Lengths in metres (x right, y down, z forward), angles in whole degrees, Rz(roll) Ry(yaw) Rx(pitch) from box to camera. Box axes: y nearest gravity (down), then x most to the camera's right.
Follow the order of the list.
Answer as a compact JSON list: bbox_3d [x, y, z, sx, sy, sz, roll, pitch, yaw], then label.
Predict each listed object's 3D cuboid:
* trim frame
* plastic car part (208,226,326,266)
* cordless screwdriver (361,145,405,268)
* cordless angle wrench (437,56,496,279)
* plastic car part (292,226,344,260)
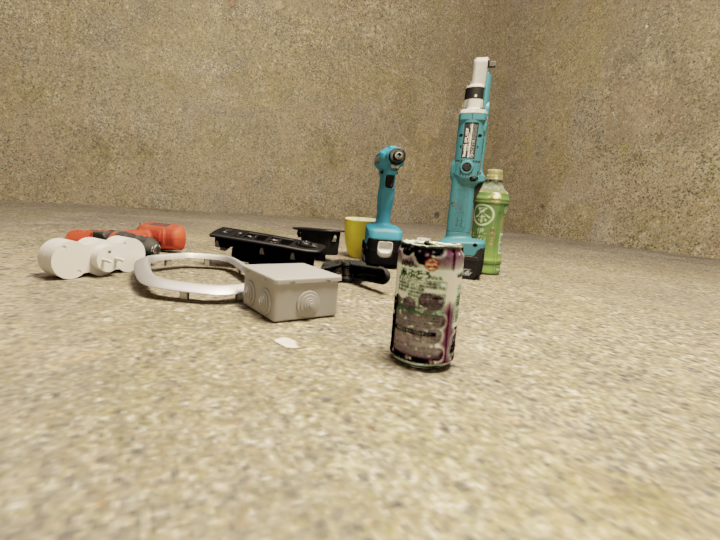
[{"bbox_3d":[-0.227,0.004,0.610,0.177,0.027,0.261,-1,11,-30],"label":"trim frame"},{"bbox_3d":[-0.163,-0.035,0.751,0.205,0.066,0.066,5,8,5],"label":"plastic car part"},{"bbox_3d":[0.054,-0.129,0.866,0.074,0.247,0.161,4,7,-6],"label":"cordless screwdriver"},{"bbox_3d":[0.211,-0.198,0.829,0.101,0.420,0.072,7,7,17],"label":"cordless angle wrench"},{"bbox_3d":[-0.089,-0.058,0.915,0.063,0.070,0.123,-2,11,-42],"label":"plastic car part"}]
